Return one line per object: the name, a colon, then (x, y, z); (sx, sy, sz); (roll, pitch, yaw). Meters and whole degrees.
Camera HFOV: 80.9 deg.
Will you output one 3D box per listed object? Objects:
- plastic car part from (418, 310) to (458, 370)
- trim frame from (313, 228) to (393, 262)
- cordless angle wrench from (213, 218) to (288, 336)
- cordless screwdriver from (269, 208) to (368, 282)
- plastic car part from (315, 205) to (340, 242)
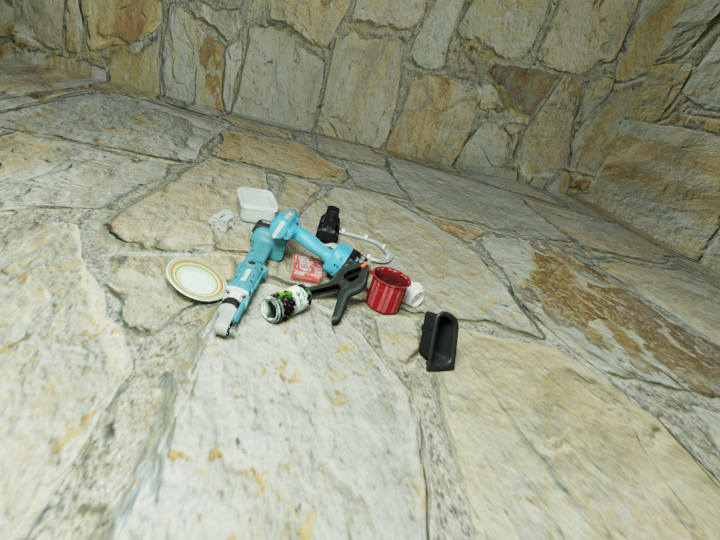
plastic car part: (0.149, 0.132, 0.845); (0.063, 0.116, 0.074); (4, 3, -26)
trim frame: (-0.021, -0.078, 1.264); (0.249, 0.027, 0.187); (16, 26, -1)
cordless angle wrench: (-0.241, 0.005, 0.930); (0.097, 0.073, 0.431); (15, 28, -5)
cordless screwdriver: (-0.103, -0.067, 1.053); (0.247, 0.074, 0.160); (33, 21, -4)
plastic car part: (-0.093, -0.150, 1.285); (0.066, 0.066, 0.206); (7, 23, -2)
